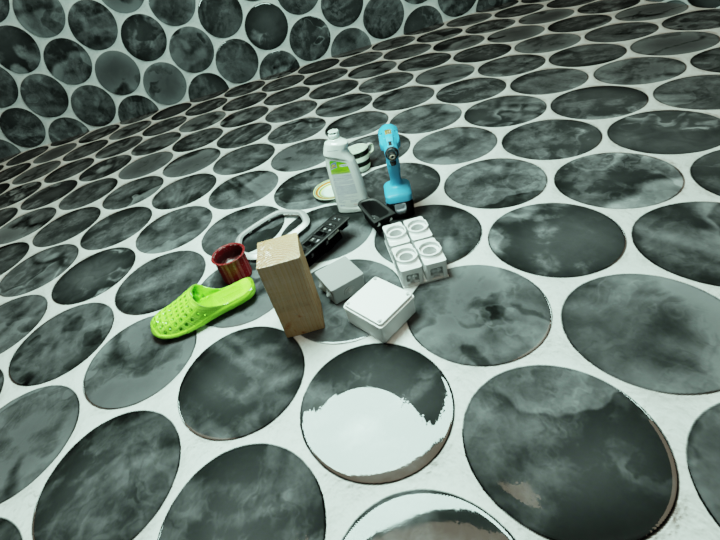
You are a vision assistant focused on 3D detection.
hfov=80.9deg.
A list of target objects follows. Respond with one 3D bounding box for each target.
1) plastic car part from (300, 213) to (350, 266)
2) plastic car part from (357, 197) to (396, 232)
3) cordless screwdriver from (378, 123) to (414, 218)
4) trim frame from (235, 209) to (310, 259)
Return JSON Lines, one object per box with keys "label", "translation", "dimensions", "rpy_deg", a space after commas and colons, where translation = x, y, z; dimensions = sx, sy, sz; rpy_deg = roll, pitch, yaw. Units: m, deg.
{"label": "plastic car part", "translation": [-0.110, -0.072, 1.122], "dimensions": [0.070, 0.064, 0.200], "rpy_deg": [24, 54, 40]}
{"label": "plastic car part", "translation": [0.043, -0.144, 1.147], "dimensions": [0.065, 0.068, 0.123], "rpy_deg": [-26, 39, -12]}
{"label": "cordless screwdriver", "translation": [0.092, -0.245, 1.113], "dimensions": [0.075, 0.238, 0.164], "rpy_deg": [-9, 38, 7]}
{"label": "trim frame", "translation": [-0.264, -0.111, 1.258], "dimensions": [0.245, 0.026, 0.195], "rpy_deg": [-37, 42, -23]}
